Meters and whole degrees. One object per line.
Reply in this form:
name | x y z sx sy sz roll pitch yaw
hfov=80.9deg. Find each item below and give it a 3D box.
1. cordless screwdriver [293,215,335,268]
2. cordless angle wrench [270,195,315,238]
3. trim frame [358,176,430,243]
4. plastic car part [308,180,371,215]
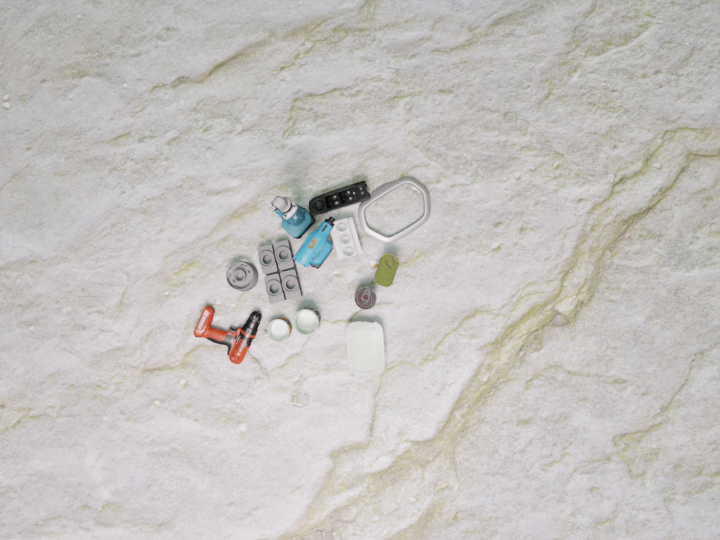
cordless screwdriver | -0.125 -0.081 1.274 0.075 0.247 0.159 36 89 0
cordless angle wrench | -0.197 -0.159 1.199 0.075 0.420 0.098 42 88 0
trim frame | 0.112 -0.198 1.376 0.249 0.027 0.186 -32 84 1
plastic car part | -0.072 -0.229 1.372 0.204 0.066 0.067 -16 87 2
